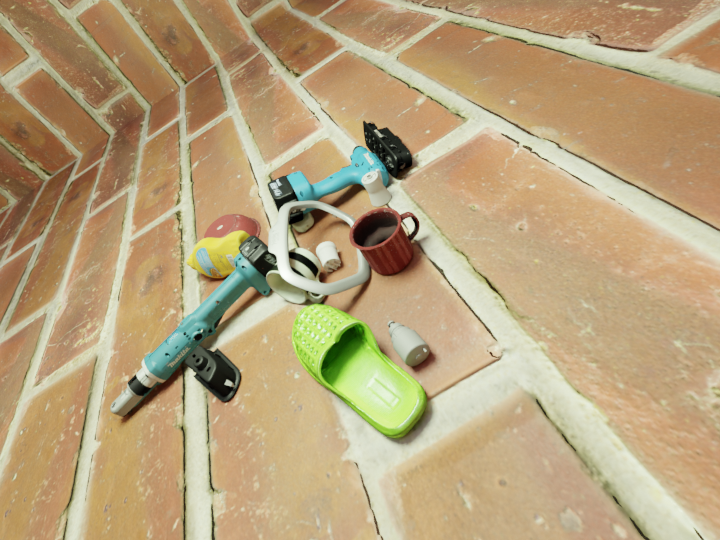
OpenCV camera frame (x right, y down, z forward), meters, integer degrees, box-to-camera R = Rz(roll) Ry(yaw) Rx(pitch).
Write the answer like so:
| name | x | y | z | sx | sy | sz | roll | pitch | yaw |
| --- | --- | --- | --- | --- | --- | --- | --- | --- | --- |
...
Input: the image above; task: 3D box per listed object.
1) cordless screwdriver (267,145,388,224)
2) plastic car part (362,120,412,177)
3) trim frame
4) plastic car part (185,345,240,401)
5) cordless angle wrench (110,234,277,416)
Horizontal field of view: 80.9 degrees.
| name | x | y | z | sx | sy | sz | roll | pitch | yaw |
| --- | --- | --- | --- | --- | --- | --- | --- | --- | --- |
| cordless screwdriver | -0.077 | -0.200 | 0.927 | 0.248 | 0.071 | 0.167 | -21 | 41 | -2 |
| plastic car part | 0.061 | -0.269 | 0.933 | 0.066 | 0.064 | 0.212 | -10 | 40 | -9 |
| trim frame | -0.076 | -0.049 | 0.773 | 0.180 | 0.027 | 0.258 | 5 | 45 | -14 |
| plastic car part | -0.264 | 0.170 | 0.738 | 0.123 | 0.067 | 0.066 | 18 | 65 | 46 |
| cordless angle wrench | -0.319 | 0.114 | 0.816 | 0.422 | 0.092 | 0.079 | -47 | 45 | -7 |
